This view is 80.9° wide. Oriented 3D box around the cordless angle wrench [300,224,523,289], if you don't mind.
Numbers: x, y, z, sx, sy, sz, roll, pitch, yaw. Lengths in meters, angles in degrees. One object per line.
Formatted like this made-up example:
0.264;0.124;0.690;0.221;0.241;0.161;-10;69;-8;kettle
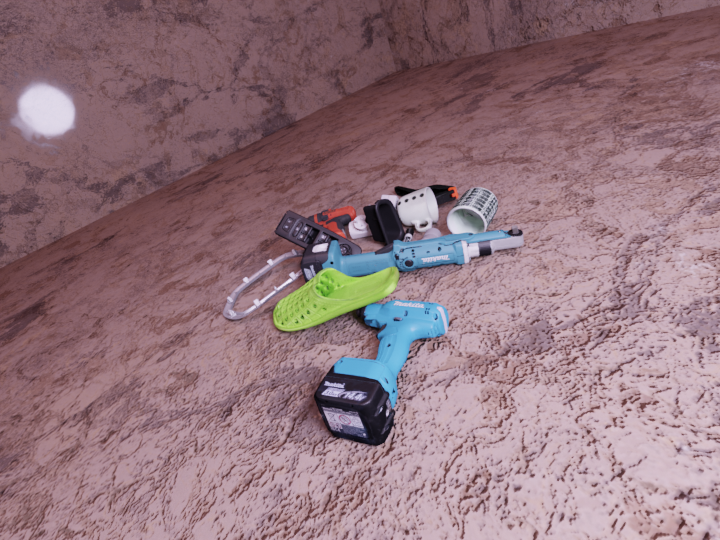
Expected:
0.094;-0.030;0.837;0.433;0.094;0.075;-8;30;16;cordless angle wrench

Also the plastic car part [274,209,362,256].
-0.094;-0.062;0.966;0.210;0.064;0.066;25;69;19;plastic car part

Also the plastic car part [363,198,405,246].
0.045;-0.110;0.967;0.074;0.113;0.065;-1;32;48;plastic car part

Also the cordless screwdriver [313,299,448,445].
0.017;0.128;0.635;0.167;0.072;0.246;0;32;35;cordless screwdriver

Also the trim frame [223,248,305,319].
-0.213;0.024;0.972;0.246;0.026;0.193;-36;29;-12;trim frame
